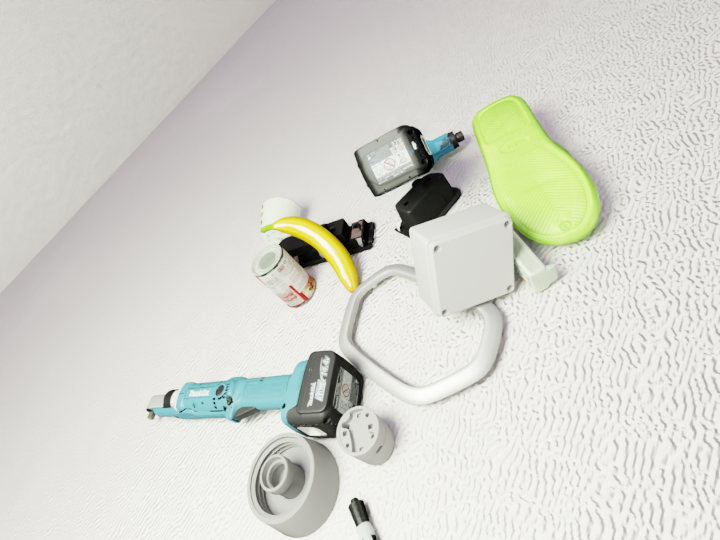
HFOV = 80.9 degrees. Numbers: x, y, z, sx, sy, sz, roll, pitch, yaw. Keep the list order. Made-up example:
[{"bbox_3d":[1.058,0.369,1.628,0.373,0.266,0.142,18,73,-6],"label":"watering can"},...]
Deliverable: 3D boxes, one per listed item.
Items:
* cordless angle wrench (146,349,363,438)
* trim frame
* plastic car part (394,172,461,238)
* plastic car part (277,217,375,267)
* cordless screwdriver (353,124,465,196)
[{"bbox_3d":[-0.196,0.197,0.647,0.438,0.070,0.100,-14,46,32],"label":"cordless angle wrench"},{"bbox_3d":[0.069,0.073,0.575,0.184,0.026,0.263,-52,39,-11],"label":"trim frame"},{"bbox_3d":[0.101,-0.114,0.685,0.116,0.067,0.070,-50,41,-6],"label":"plastic car part"},{"bbox_3d":[-0.076,-0.050,0.780,0.209,0.063,0.068,-18,51,30],"label":"plastic car part"},{"bbox_3d":[0.089,-0.186,0.679,0.162,0.074,0.245,-24,6,19],"label":"cordless screwdriver"}]
